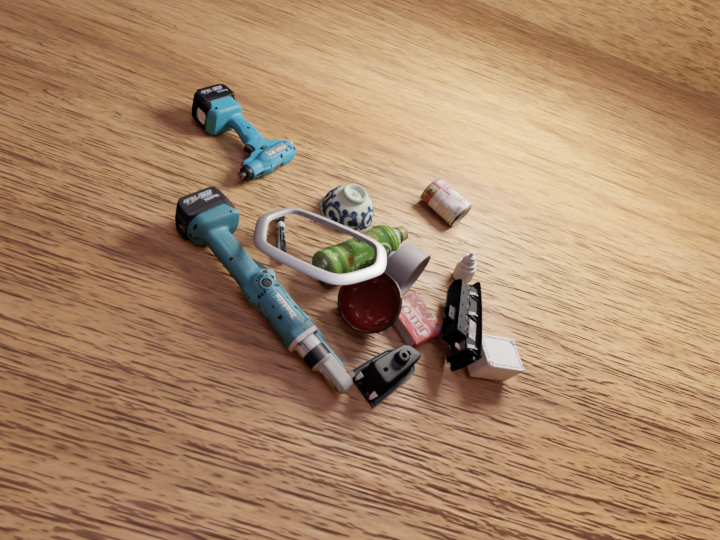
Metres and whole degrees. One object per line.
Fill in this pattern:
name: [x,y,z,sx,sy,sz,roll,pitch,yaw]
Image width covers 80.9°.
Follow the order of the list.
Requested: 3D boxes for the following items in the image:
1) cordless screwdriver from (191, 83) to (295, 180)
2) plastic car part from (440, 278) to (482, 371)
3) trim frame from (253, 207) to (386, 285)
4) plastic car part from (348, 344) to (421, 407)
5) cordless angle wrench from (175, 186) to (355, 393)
cordless screwdriver: [-0.280,-0.302,0.940,0.254,0.074,0.157,41,50,9]
plastic car part: [0.183,0.085,0.780,0.067,0.066,0.203,34,40,-6]
trim frame: [-0.073,-0.047,0.742,0.257,0.027,0.182,22,39,17]
plastic car part: [0.051,0.155,0.686,0.113,0.070,0.068,-27,68,-32]
cordless angle wrench: [-0.163,0.032,0.712,0.095,0.074,0.436,-30,69,-37]
